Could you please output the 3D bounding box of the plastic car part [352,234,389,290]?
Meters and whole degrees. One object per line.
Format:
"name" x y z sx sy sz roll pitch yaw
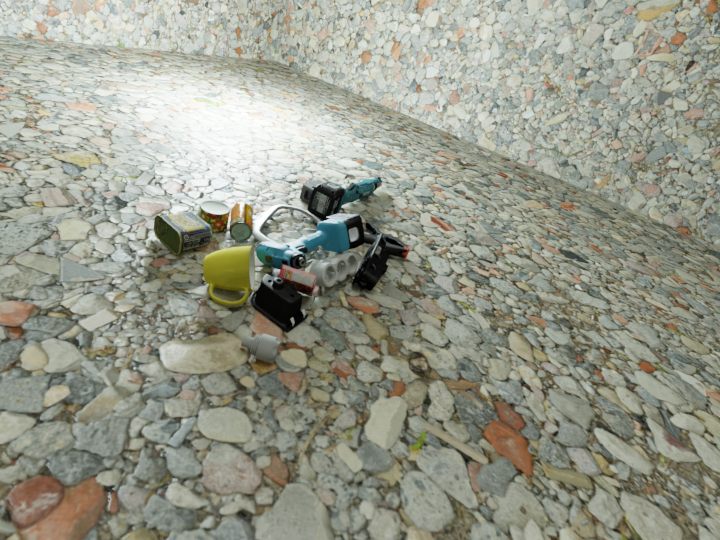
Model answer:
"plastic car part" 0.029 -0.011 1.012 0.066 0.067 0.202 45 30 -6

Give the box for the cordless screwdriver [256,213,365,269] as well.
"cordless screwdriver" -0.092 -0.060 0.940 0.241 0.073 0.168 -23 23 -34

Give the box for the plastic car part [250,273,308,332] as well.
"plastic car part" -0.157 0.051 0.808 0.121 0.070 0.064 33 33 19

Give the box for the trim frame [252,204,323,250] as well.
"trim frame" -0.185 -0.111 1.096 0.185 0.027 0.251 18 33 1

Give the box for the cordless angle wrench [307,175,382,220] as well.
"cordless angle wrench" -0.023 -0.249 1.344 0.077 0.097 0.413 28 28 15
